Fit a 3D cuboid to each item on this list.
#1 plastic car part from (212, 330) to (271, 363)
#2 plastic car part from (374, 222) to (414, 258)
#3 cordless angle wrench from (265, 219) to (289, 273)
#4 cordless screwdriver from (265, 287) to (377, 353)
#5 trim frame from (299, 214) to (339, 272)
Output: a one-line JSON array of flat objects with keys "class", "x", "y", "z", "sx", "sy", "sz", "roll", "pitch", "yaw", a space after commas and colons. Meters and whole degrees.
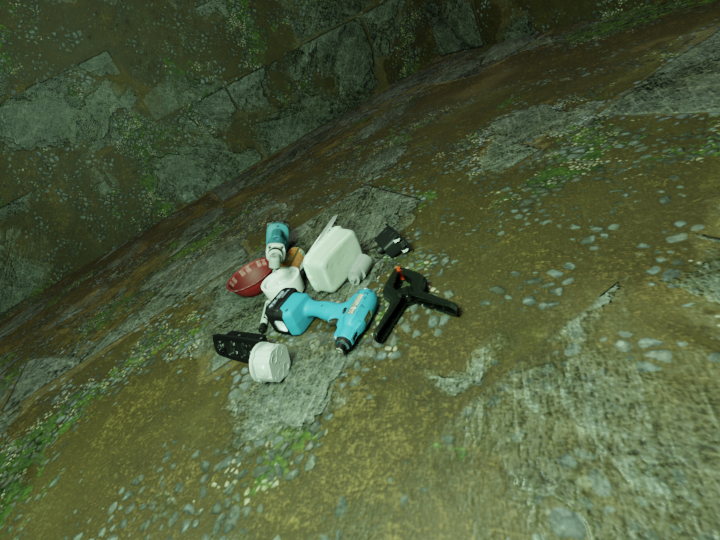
[{"class": "plastic car part", "x": -0.267, "y": 0.168, "z": 0.968, "sx": 0.212, "sy": 0.064, "sz": 0.066, "roll": -4, "pitch": 25, "yaw": 38}, {"class": "plastic car part", "x": 0.072, "y": -0.068, "z": 1.070, "sx": 0.071, "sy": 0.063, "sz": 0.121, "roll": -43, "pitch": 25, "yaw": 1}, {"class": "cordless angle wrench", "x": -0.240, "y": -0.071, "z": 1.209, "sx": 0.073, "sy": 0.097, "sz": 0.433, "roll": 1, "pitch": 14, "yaw": -10}, {"class": "cordless screwdriver", "x": -0.097, "y": 0.106, "z": 0.911, "sx": 0.260, "sy": 0.071, "sz": 0.159, "roll": -3, "pitch": 36, "yaw": 33}, {"class": "trim frame", "x": -0.115, "y": -0.075, "z": 1.175, "sx": 0.184, "sy": 0.027, "sz": 0.251, "roll": -53, "pitch": 10, "yaw": 10}]
